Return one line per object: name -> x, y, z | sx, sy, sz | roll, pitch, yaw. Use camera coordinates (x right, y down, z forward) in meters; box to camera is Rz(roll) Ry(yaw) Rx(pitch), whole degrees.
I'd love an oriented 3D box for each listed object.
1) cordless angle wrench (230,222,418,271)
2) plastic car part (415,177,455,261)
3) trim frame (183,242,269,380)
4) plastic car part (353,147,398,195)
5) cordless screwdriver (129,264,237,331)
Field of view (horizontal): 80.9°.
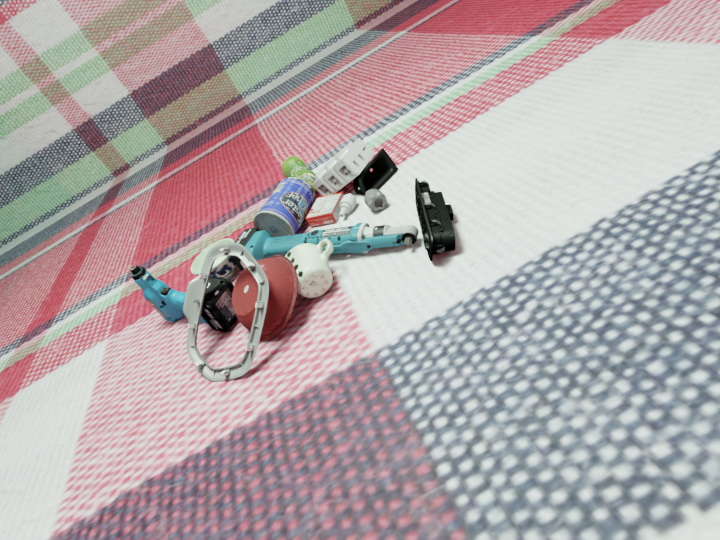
cordless angle wrench -> -0.085, -0.056, 0.871 | 0.441, 0.071, 0.098 | -4, 42, 31
plastic car part -> 0.133, -0.091, 0.759 | 0.068, 0.064, 0.208 | 3, 39, 3
trim frame -> -0.243, 0.073, 0.744 | 0.194, 0.026, 0.247 | 17, 96, 32
plastic car part -> 0.021, -0.227, 1.013 | 0.116, 0.064, 0.074 | -48, 22, -17
cordless screwdriver -> -0.370, 0.049, 0.882 | 0.260, 0.152, 0.074 | 0, 43, 35
